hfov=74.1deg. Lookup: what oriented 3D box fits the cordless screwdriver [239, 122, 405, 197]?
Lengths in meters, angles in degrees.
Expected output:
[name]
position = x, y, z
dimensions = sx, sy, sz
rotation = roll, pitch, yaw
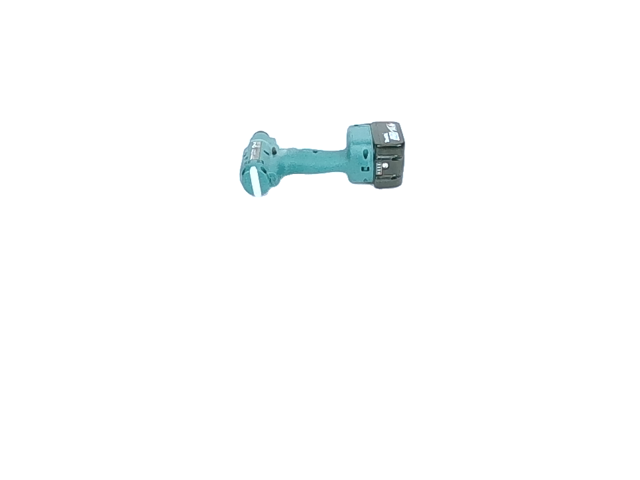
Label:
[cordless screwdriver]
position = 0.002, -0.138, 0.669
dimensions = 0.249, 0.074, 0.159
rotation = -5, 39, 0
